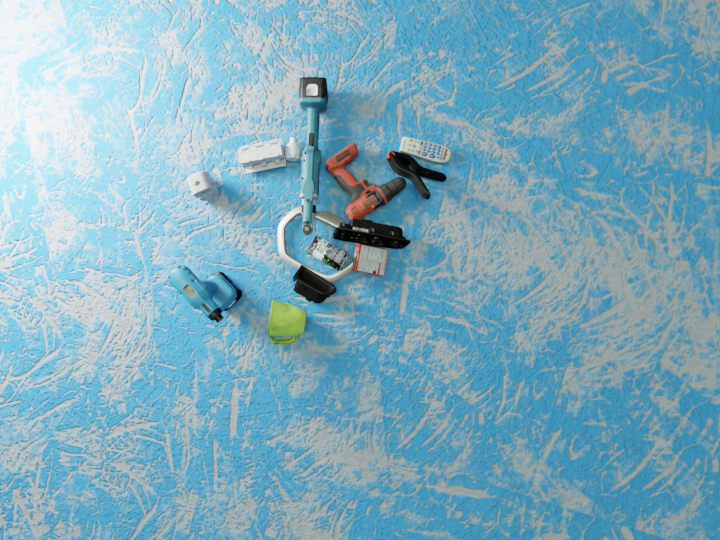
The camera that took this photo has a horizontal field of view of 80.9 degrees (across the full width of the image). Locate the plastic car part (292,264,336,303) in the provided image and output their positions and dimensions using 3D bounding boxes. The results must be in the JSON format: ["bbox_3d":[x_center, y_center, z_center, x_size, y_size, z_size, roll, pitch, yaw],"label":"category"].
[{"bbox_3d":[-0.132,0.050,1.131,0.116,0.066,0.071,33,126,-1],"label":"plastic car part"}]

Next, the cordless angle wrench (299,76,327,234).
[{"bbox_3d":[-0.135,-0.306,1.149,0.075,0.097,0.425,2,86,1],"label":"cordless angle wrench"}]

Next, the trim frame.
[{"bbox_3d":[-0.114,-0.074,1.161,0.252,0.027,0.184,26,88,8],"label":"trim frame"}]

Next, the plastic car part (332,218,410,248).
[{"bbox_3d":[0.031,-0.099,1.126,0.201,0.065,0.068,13,57,-6],"label":"plastic car part"}]

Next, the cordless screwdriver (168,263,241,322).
[{"bbox_3d":[-0.364,0.065,1.053,0.162,0.244,0.074,44,88,7],"label":"cordless screwdriver"}]
